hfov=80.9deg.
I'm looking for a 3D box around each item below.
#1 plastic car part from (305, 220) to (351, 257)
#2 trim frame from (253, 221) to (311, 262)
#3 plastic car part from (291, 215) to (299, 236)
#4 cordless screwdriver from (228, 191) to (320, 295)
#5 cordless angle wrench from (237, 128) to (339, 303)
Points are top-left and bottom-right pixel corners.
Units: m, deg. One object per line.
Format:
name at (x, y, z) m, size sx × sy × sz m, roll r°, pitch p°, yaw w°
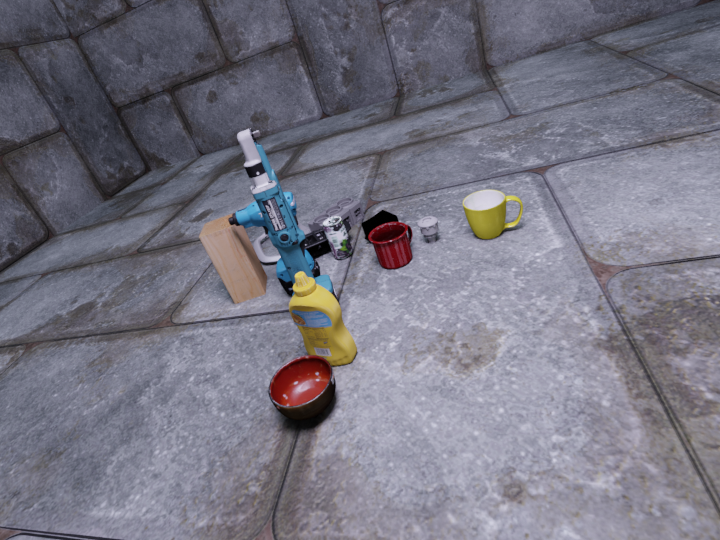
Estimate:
plastic car part at (-0.113, -0.074, 1.154) m, size 0.201 × 0.064 × 0.069 m, roll -27°, pitch 29°, yaw -10°
trim frame at (-0.235, -0.090, 1.295) m, size 0.182 × 0.026 × 0.261 m, roll -27°, pitch 31°, yaw -9°
plastic car part at (-0.212, -0.121, 1.289) m, size 0.066 × 0.068 × 0.122 m, roll -23°, pitch 30°, yaw -5°
cordless screwdriver at (-0.197, -0.055, 1.004) m, size 0.161 × 0.239 × 0.076 m, roll -16°, pitch 28°, yaw 7°
cordless angle wrench at (-0.149, -0.075, 0.839) m, size 0.098 × 0.407 × 0.077 m, roll -19°, pitch 27°, yaw 2°
